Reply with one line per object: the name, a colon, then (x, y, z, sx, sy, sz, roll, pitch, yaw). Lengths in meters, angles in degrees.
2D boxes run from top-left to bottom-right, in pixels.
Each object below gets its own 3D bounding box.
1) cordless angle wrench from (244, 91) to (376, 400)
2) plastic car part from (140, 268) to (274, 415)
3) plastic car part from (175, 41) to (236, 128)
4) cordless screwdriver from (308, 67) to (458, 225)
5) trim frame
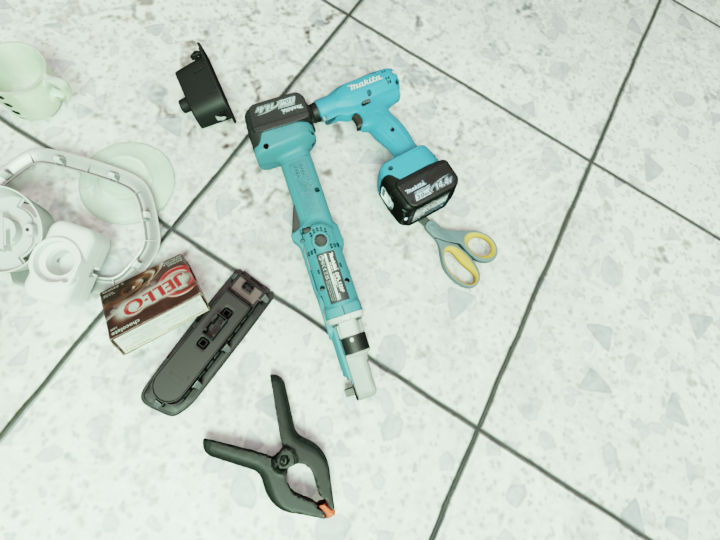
cordless angle wrench: (-0.057, -0.037, 0.583, 0.097, 0.073, 0.430, -18, 79, -4)
plastic car part: (-0.190, 0.090, 0.529, 0.066, 0.068, 0.202, 37, 73, -6)
plastic car part: (-0.243, -0.268, 0.641, 0.071, 0.065, 0.118, -22, 80, -1)
cordless screwdriver: (0.025, -0.186, 0.640, 0.158, 0.072, 0.256, -24, 71, -6)
trim frame: (-0.386, -0.062, 0.554, 0.246, 0.027, 0.185, 17, 81, -4)
